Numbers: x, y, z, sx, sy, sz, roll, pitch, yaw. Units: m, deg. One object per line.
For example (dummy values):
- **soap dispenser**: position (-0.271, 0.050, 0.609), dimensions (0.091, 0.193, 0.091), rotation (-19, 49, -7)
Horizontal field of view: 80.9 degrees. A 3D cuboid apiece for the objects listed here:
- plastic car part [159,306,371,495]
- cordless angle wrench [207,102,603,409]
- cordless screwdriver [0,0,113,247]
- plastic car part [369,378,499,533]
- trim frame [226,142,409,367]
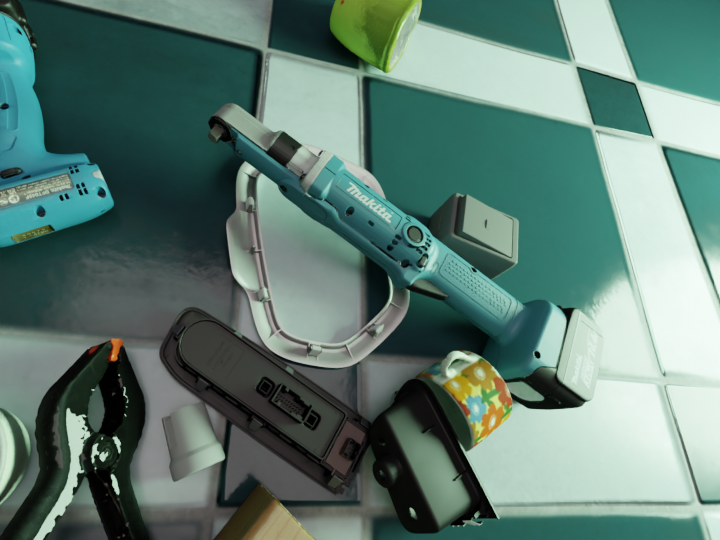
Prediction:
- **plastic car part**: position (-0.079, 0.103, 0.349), dimensions (0.204, 0.067, 0.066), rotation (34, 69, 2)
- **cordless angle wrench**: position (0.038, -0.022, 0.404), dimensions (0.419, 0.075, 0.098), rotation (36, 61, -5)
- **cordless screwdriver**: position (-0.340, -0.135, 0.368), dimensions (0.155, 0.075, 0.253), rotation (-24, 80, -24)
- **plastic car part**: position (0.043, 0.159, 0.345), dimensions (0.068, 0.067, 0.119), rotation (-13, 70, -44)
- **trim frame**: position (-0.042, -0.028, 0.434), dimensions (0.179, 0.027, 0.254), rotation (-6, 71, -18)
